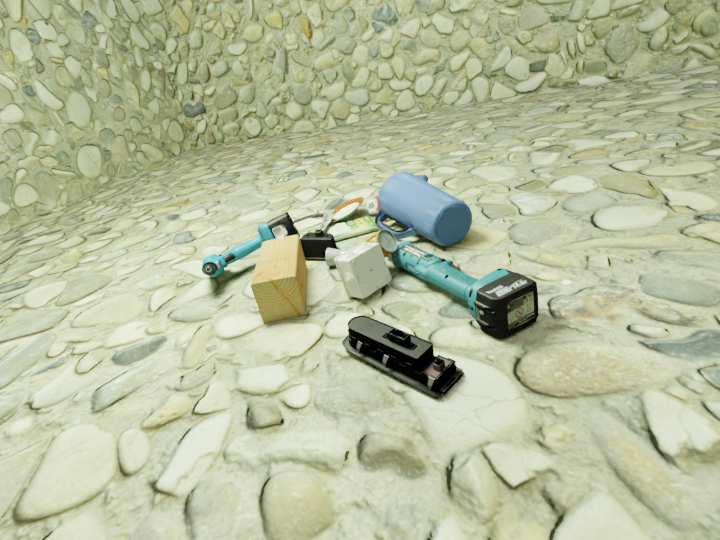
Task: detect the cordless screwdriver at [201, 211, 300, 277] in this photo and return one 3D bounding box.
[{"bbox_3d":[-0.272,-0.056,1.032,0.247,0.073,0.162,-28,10,-7],"label":"cordless screwdriver"}]

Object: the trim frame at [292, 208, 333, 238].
[{"bbox_3d":[-0.166,-0.132,1.223,0.187,0.027,0.251,-12,22,10],"label":"trim frame"}]

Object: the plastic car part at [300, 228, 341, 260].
[{"bbox_3d":[-0.102,-0.067,1.045,0.122,0.068,0.065,0,30,31],"label":"plastic car part"}]

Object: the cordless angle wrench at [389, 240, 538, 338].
[{"bbox_3d":[0.140,-0.005,0.823,0.096,0.072,0.445,-23,26,-20],"label":"cordless angle wrench"}]

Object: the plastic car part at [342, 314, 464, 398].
[{"bbox_3d":[0.047,0.118,0.644,0.214,0.064,0.065,13,43,46],"label":"plastic car part"}]
